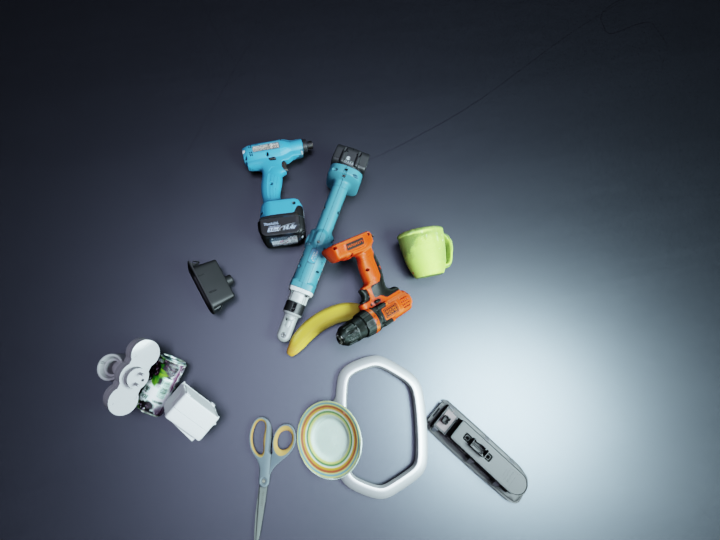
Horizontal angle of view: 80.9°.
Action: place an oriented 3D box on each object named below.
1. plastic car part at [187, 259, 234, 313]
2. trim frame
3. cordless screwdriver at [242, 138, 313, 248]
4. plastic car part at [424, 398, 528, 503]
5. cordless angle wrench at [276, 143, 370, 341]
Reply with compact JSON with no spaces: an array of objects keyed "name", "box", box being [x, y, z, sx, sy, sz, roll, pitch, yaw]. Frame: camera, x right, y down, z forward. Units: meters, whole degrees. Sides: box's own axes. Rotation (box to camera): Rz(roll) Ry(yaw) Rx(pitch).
[{"name":"plastic car part","box":[-0.300,0.026,0.870,0.069,0.066,0.119,-30,78,-24]},{"name":"trim frame","box":[0.032,0.288,0.795,0.184,0.027,0.253,-1,74,-1]},{"name":"cordless screwdriver","box":[-0.163,-0.179,0.923,0.158,0.073,0.256,-13,69,-4]},{"name":"plastic car part","box":[0.220,0.328,0.763,0.207,0.066,0.066,42,70,9]},{"name":"cordless angle wrench","box":[-0.086,-0.056,0.875,0.075,0.097,0.425,20,77,0]}]
